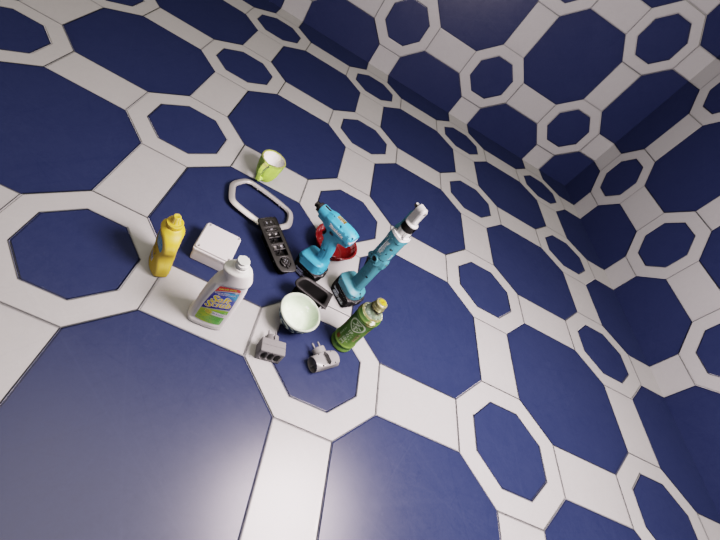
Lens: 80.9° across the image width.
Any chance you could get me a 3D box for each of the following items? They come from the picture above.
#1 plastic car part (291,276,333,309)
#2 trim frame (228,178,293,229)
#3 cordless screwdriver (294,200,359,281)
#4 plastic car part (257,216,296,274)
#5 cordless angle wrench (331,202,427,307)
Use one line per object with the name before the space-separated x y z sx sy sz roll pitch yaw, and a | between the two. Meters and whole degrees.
plastic car part | -0.151 0.073 1.239 0.116 0.071 0.066 35 40 -4
trim frame | -0.335 -0.221 1.424 0.247 0.027 0.184 34 40 -3
cordless screwdriver | -0.124 -0.081 1.268 0.162 0.250 0.072 48 40 9
plastic car part | -0.263 -0.069 1.299 0.063 0.067 0.211 -6 56 -41
cordless angle wrench | 0.056 -0.038 1.219 0.071 0.425 0.102 -7 60 -42
